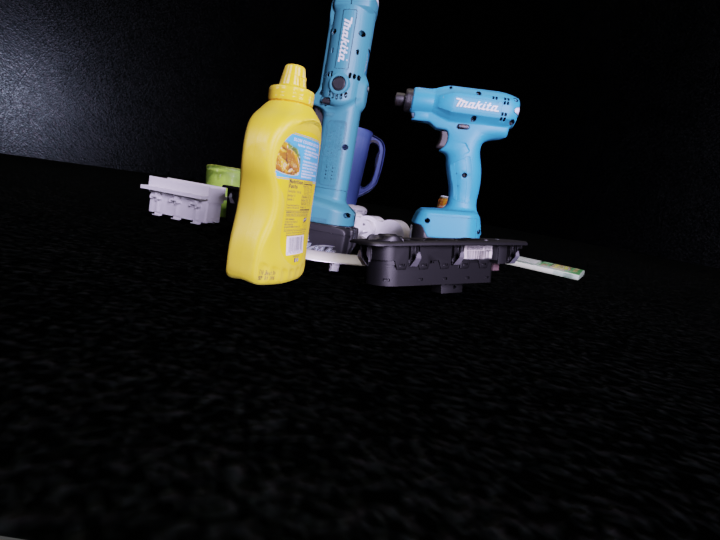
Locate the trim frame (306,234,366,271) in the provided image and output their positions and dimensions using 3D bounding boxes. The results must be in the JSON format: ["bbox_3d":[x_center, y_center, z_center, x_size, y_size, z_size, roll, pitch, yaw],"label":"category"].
[{"bbox_3d":[-0.056,-0.037,0.574,0.184,0.027,0.250,9,11,-2],"label":"trim frame"}]

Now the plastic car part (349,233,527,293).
[{"bbox_3d":[0.077,-0.010,0.441,0.194,0.066,0.070,3,11,-30],"label":"plastic car part"}]

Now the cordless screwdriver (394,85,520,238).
[{"bbox_3d":[0.109,-0.125,0.583,0.161,0.247,0.074,11,8,6],"label":"cordless screwdriver"}]

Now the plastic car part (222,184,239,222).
[{"bbox_3d":[-0.182,-0.096,0.664,0.067,0.070,0.116,10,10,5],"label":"plastic car part"}]

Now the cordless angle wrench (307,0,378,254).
[{"bbox_3d":[-0.024,-0.225,0.527,0.100,0.420,0.073,12,8,12],"label":"cordless angle wrench"}]
